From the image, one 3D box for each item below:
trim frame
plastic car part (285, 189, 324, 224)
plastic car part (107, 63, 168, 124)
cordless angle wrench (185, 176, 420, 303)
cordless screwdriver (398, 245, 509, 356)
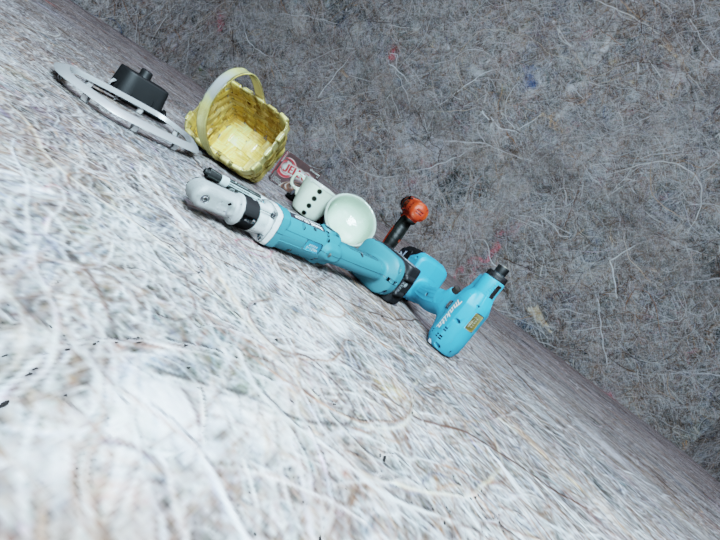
[{"bbox_3d":[-0.362,-0.253,0.677,0.193,0.027,0.237,42,13,24],"label":"trim frame"},{"bbox_3d":[-0.086,-0.139,1.014,0.211,0.067,0.064,43,4,21],"label":"plastic car part"},{"bbox_3d":[-0.406,-0.336,0.784,0.069,0.071,0.110,42,8,32],"label":"plastic car part"},{"bbox_3d":[-0.059,-0.038,0.600,0.399,0.074,0.103,21,18,-49],"label":"cordless angle wrench"},{"bbox_3d":[0.139,0.022,0.731,0.071,0.159,0.259,33,8,-24],"label":"cordless screwdriver"}]
